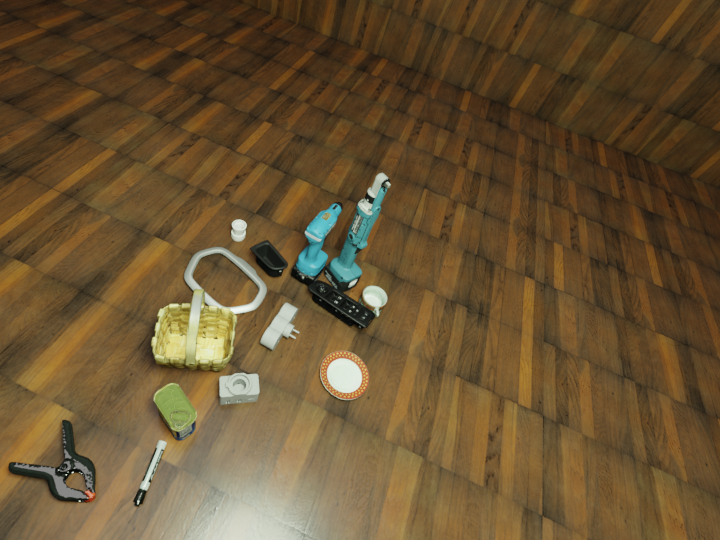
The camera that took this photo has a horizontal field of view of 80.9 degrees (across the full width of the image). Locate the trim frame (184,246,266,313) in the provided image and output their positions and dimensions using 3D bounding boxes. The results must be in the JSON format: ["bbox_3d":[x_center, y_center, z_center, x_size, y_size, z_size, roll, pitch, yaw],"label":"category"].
[{"bbox_3d":[-0.381,0.027,1.199,0.256,0.027,0.181,37,51,16],"label":"trim frame"}]

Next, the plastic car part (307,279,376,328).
[{"bbox_3d":[-0.061,0.098,1.199,0.209,0.066,0.065,34,50,14],"label":"plastic car part"}]

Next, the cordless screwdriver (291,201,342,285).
[{"bbox_3d":[-0.119,-0.078,1.213,0.075,0.246,0.158,30,49,5],"label":"cordless screwdriver"}]

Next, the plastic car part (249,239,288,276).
[{"bbox_3d":[-0.268,-0.023,1.243,0.064,0.070,0.121,-29,64,-34],"label":"plastic car part"}]

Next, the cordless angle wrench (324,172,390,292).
[{"bbox_3d":[-0.005,-0.098,1.145,0.072,0.418,0.102,-23,63,-33],"label":"cordless angle wrench"}]
